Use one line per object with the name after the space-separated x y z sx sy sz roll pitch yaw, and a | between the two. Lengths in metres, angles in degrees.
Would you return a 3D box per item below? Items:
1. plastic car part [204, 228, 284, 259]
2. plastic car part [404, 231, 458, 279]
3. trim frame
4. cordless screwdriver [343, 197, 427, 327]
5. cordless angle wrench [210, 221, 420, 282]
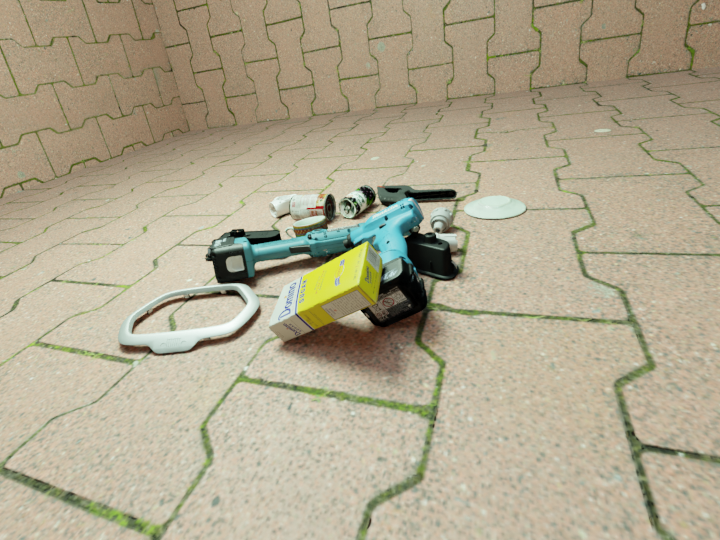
-0.252 -0.062 0.947 0.209 0.065 0.066 2 21 18 | plastic car part
0.120 -0.035 0.752 0.064 0.069 0.123 -30 30 -33 | plastic car part
-0.296 0.077 0.736 0.250 0.027 0.188 -7 27 4 | trim frame
0.029 -0.018 0.706 0.163 0.071 0.254 -26 31 24 | cordless screwdriver
-0.084 -0.055 0.861 0.418 0.073 0.101 -11 16 -7 | cordless angle wrench
